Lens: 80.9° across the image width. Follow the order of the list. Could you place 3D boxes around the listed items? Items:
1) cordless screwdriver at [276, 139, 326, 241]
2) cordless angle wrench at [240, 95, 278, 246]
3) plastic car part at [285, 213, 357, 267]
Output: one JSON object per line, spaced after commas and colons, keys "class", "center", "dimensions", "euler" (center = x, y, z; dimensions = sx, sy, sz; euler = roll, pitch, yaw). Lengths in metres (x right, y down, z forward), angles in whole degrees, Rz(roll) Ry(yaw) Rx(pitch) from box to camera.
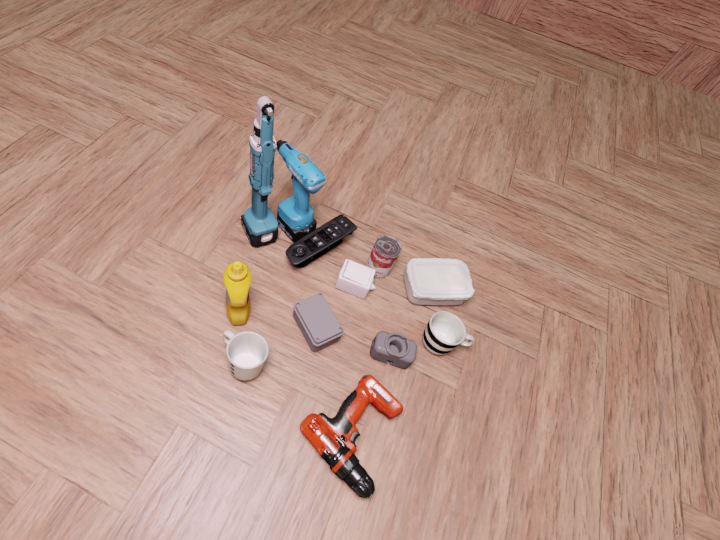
{"class": "cordless screwdriver", "center": [-0.165, -0.196, 1.056], "dimensions": [0.073, 0.245, 0.165], "euler": [-29, 68, -28]}
{"class": "cordless angle wrench", "center": [-0.222, -0.208, 0.950], "dimensions": [0.072, 0.417, 0.102], "euler": [-18, 65, -24]}
{"class": "plastic car part", "center": [-0.106, -0.070, 1.088], "dimensions": [0.199, 0.066, 0.069], "euler": [-33, 69, -27]}
